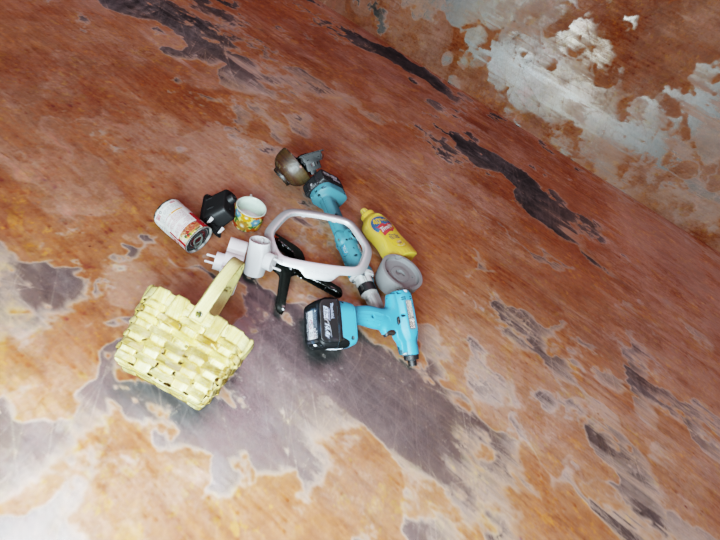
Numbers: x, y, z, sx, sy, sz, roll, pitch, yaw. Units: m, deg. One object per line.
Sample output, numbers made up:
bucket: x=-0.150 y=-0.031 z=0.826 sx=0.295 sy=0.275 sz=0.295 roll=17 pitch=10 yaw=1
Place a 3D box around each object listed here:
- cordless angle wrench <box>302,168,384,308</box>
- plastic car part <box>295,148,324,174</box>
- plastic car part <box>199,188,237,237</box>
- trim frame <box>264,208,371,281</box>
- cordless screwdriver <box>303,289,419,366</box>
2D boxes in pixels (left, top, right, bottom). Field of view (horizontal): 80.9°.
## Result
cordless angle wrench: x=-0.034 y=-0.072 z=1.039 sx=0.092 sy=0.075 sz=0.441 roll=18 pitch=40 yaw=-47
plastic car part: x=-0.141 y=-0.301 z=1.172 sx=0.066 sy=0.065 sz=0.210 roll=-27 pitch=21 yaw=-7
plastic car part: x=-0.310 y=-0.143 z=0.947 sx=0.062 sy=0.072 sz=0.121 roll=51 pitch=21 yaw=-44
trim frame: x=-0.093 y=-0.061 z=0.948 sx=0.242 sy=0.027 sz=0.190 roll=8 pitch=52 yaw=-15
cordless screwdriver: x=0.013 y=0.124 z=0.849 sx=0.239 sy=0.076 sz=0.162 roll=-1 pitch=73 yaw=-30
